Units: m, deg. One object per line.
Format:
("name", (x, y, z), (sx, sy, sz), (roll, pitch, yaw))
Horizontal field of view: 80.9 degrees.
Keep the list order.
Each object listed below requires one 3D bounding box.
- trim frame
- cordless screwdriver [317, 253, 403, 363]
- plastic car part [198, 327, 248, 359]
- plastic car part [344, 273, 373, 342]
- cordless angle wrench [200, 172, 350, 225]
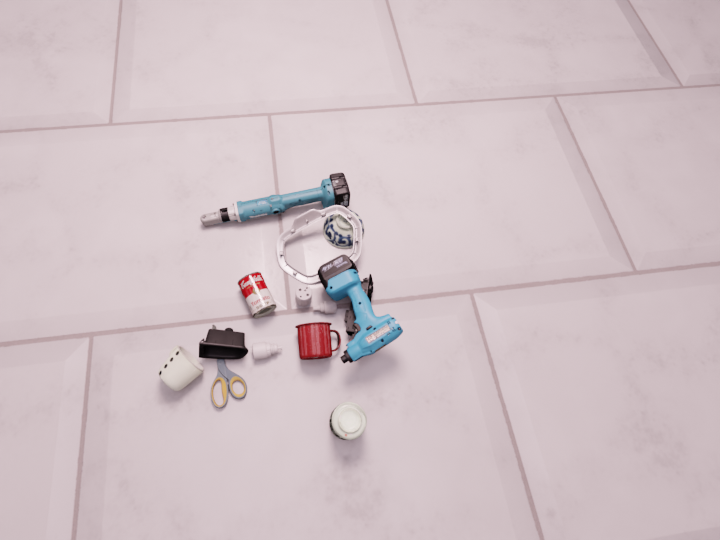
("trim frame", (-0.112, -0.073, 1.147), (0.250, 0.027, 0.187), (-28, 81, 7))
("cordless screwdriver", (-0.028, 0.093, 1.037), (0.159, 0.071, 0.260), (-33, 62, -2))
("plastic car part", (-0.334, 0.174, 1.038), (0.114, 0.065, 0.074), (4, 47, -14))
("plastic car part", (-0.003, 0.107, 1.100), (0.070, 0.063, 0.205), (4, 65, 23))
("cordless angle wrench", (-0.242, -0.186, 1.198), (0.420, 0.095, 0.077), (-13, 67, -5))
